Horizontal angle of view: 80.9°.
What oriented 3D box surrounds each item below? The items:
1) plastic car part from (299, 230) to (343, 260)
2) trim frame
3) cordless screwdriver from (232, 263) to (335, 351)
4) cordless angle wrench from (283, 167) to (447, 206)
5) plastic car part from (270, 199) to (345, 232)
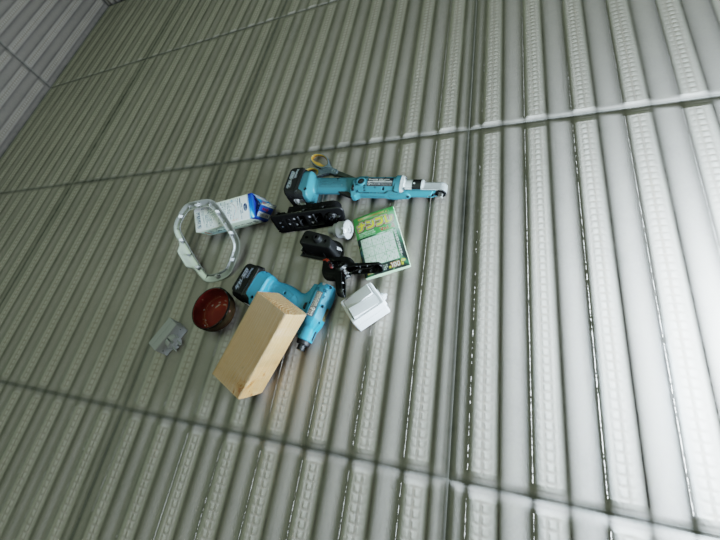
[{"bbox_3d":[-0.102,-0.067,1.047,0.122,0.067,0.066,12,68,33],"label":"plastic car part"},{"bbox_3d":[-0.434,-0.085,1.180,0.186,0.027,0.254,-38,78,16],"label":"trim frame"},{"bbox_3d":[-0.192,0.082,1.001,0.260,0.070,0.160,15,70,27],"label":"cordless screwdriver"},{"bbox_3d":[0.006,-0.212,1.085,0.440,0.070,0.099,5,64,25],"label":"cordless angle wrench"},{"bbox_3d":[-0.131,-0.145,1.114,0.210,0.063,0.068,-2,43,24],"label":"plastic car part"}]
